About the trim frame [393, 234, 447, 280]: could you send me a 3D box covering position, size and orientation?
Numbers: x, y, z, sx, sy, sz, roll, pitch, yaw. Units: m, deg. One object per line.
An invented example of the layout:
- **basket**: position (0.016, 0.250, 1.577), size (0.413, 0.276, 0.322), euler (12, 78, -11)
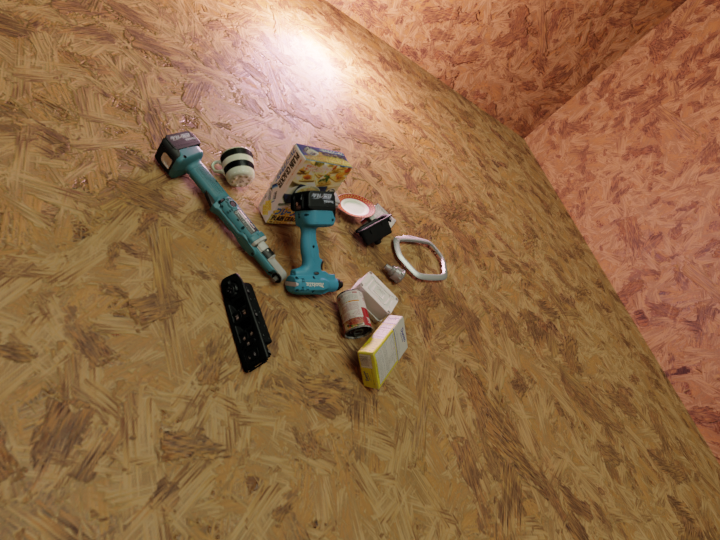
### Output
- **trim frame**: position (0.200, -0.045, 1.398), size (0.237, 0.028, 0.191), euler (0, 56, -40)

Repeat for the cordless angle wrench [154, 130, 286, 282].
- **cordless angle wrench**: position (-0.314, -0.142, 0.992), size (0.426, 0.075, 0.096), euler (50, 38, 4)

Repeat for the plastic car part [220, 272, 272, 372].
- **plastic car part**: position (-0.225, 0.096, 0.853), size (0.064, 0.067, 0.210), euler (4, 52, -53)

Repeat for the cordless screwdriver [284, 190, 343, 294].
- **cordless screwdriver**: position (-0.100, -0.066, 1.026), size (0.151, 0.078, 0.249), euler (5, 87, -41)

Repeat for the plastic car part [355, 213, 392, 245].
- **plastic car part**: position (0.046, -0.116, 1.279), size (0.115, 0.068, 0.069), euler (-32, 104, -12)
